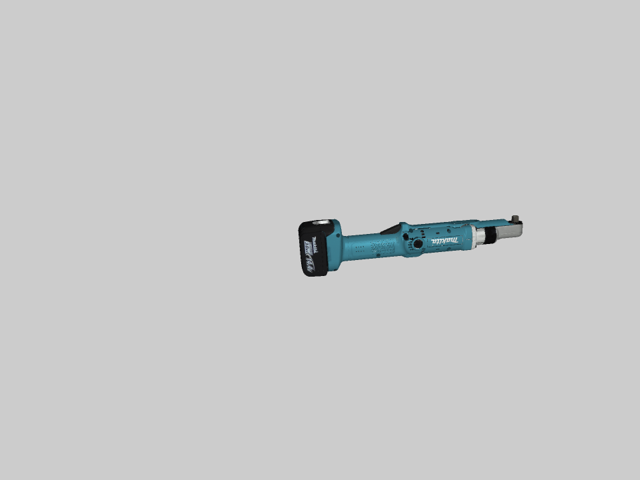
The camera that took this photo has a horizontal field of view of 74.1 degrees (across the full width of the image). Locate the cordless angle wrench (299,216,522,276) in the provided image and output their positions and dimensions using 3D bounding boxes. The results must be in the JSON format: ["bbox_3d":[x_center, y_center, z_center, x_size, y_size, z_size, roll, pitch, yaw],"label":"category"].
[{"bbox_3d":[0.173,-0.001,0.793,0.423,0.098,0.074,-5,15,-4],"label":"cordless angle wrench"}]
